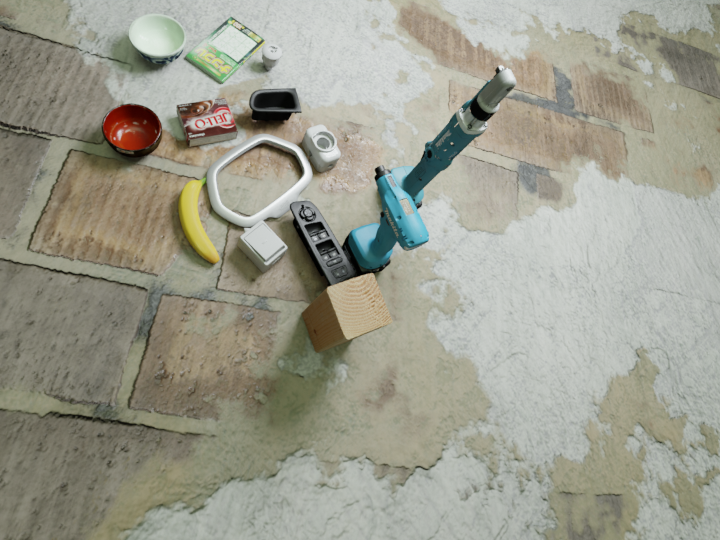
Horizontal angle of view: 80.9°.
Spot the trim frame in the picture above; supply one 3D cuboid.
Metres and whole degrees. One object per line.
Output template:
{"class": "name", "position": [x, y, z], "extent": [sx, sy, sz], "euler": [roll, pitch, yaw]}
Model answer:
{"class": "trim frame", "position": [-0.220, -0.200, 0.928], "extent": [0.186, 0.027, 0.246], "euler": [45, 66, 4]}

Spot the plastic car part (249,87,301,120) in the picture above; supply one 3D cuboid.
{"class": "plastic car part", "position": [-0.203, -0.372, 0.971], "extent": [0.113, 0.071, 0.067], "euler": [-10, 76, -19]}

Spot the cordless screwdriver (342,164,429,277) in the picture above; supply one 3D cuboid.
{"class": "cordless screwdriver", "position": [0.033, -0.086, 0.831], "extent": [0.072, 0.250, 0.162], "euler": [-19, 80, -24]}

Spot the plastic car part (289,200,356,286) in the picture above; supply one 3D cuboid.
{"class": "plastic car part", "position": [-0.087, -0.057, 0.888], "extent": [0.065, 0.067, 0.207], "euler": [-23, 78, -23]}

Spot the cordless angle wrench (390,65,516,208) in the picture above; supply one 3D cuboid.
{"class": "cordless angle wrench", "position": [0.155, -0.230, 0.820], "extent": [0.072, 0.426, 0.100], "euler": [-11, 78, -22]}
